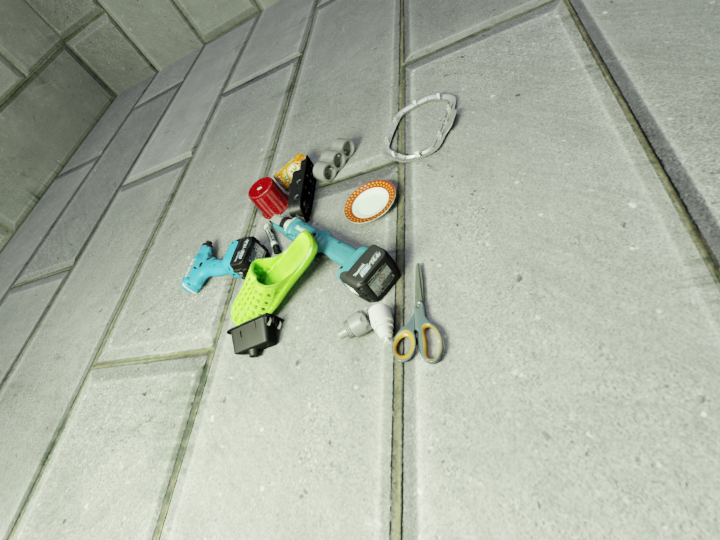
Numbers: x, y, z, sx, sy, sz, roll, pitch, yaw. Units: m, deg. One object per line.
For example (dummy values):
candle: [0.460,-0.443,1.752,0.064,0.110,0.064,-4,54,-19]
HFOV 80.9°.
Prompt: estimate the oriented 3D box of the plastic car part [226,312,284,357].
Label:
plastic car part: [-0.219,0.143,0.880,0.118,0.062,0.074,-26,59,18]

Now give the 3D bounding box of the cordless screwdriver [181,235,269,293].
cordless screwdriver: [-0.350,-0.033,1.096,0.258,0.070,0.162,-13,50,30]

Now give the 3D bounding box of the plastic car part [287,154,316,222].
plastic car part: [-0.155,-0.210,1.103,0.068,0.063,0.209,-11,51,10]

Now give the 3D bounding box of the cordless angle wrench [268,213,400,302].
cordless angle wrench: [-0.093,-0.061,0.949,0.098,0.070,0.448,-49,42,-10]

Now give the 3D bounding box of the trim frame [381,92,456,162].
trim frame: [0.148,-0.363,1.059,0.193,0.026,0.250,3,56,34]
